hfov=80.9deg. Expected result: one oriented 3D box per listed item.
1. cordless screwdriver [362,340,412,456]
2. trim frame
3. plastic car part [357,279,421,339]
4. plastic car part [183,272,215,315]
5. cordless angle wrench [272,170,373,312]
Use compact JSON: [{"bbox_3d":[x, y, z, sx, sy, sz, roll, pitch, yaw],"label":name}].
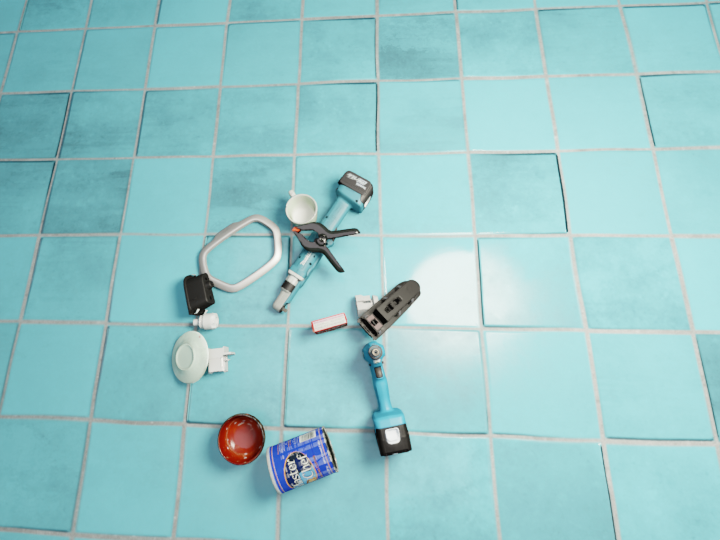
[{"bbox_3d":[0.053,0.289,0.974,0.074,0.156,0.254,-12,76,-3],"label":"cordless screwdriver"},{"bbox_3d":[-0.331,-0.050,1.172,0.248,0.027,0.189,-37,75,-5],"label":"trim frame"},{"bbox_3d":[0.083,0.081,1.050,0.068,0.066,0.199,41,53,16],"label":"plastic car part"},{"bbox_3d":[-0.421,0.055,1.120,0.072,0.063,0.119,-20,73,13],"label":"plastic car part"},{"bbox_3d":[-0.111,-0.073,1.140,0.100,0.073,0.423,31,81,11],"label":"cordless angle wrench"}]
